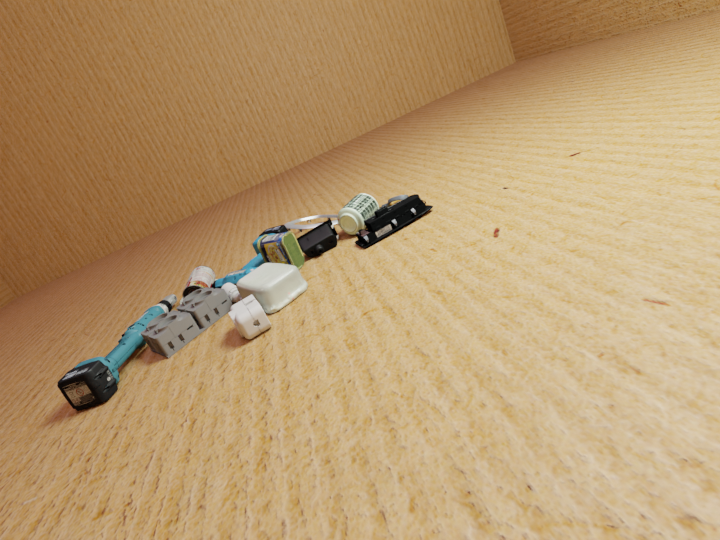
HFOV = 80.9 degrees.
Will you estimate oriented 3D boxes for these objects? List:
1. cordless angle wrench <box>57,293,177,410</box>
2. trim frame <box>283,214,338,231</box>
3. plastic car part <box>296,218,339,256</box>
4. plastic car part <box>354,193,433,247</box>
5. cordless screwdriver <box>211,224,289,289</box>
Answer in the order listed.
[{"bbox_3d":[-0.542,0.158,1.020,0.099,0.072,0.429,-21,20,9],"label":"cordless angle wrench"},{"bbox_3d":[-0.125,-0.140,1.238,0.178,0.027,0.260,-19,15,-30],"label":"trim frame"},{"bbox_3d":[-0.106,-0.070,1.087,0.116,0.063,0.074,-31,35,-5],"label":"plastic car part"},{"bbox_3d":[0.075,-0.127,1.018,0.201,0.066,0.068,-26,13,-10],"label":"plastic car part"},{"bbox_3d":[-0.293,-0.026,1.163,0.165,0.072,0.249,-12,29,30],"label":"cordless screwdriver"}]
